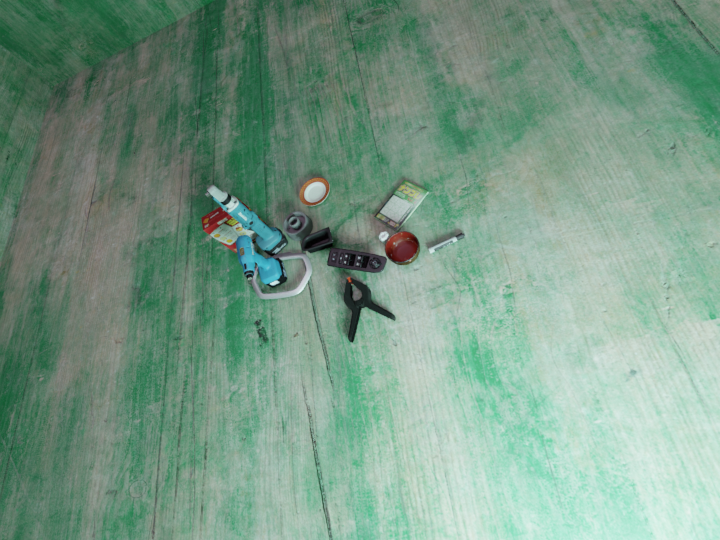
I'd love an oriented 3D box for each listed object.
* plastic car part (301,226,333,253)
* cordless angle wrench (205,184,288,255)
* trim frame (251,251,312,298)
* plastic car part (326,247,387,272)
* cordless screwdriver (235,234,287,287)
[{"bbox_3d":[-0.148,-0.097,1.511,0.118,0.067,0.068,-21,61,14],"label":"plastic car part"},{"bbox_3d":[-0.389,-0.177,1.457,0.098,0.402,0.078,-41,60,0],"label":"cordless angle wrench"},{"bbox_3d":[-0.291,0.015,1.547,0.255,0.026,0.189,-10,63,20],"label":"trim frame"},{"bbox_3d":[-0.008,-0.026,1.417,0.212,0.063,0.067,8,70,27],"label":"plastic car part"},{"bbox_3d":[-0.339,-0.005,1.453,0.075,0.236,0.165,-24,61,10],"label":"cordless screwdriver"}]
